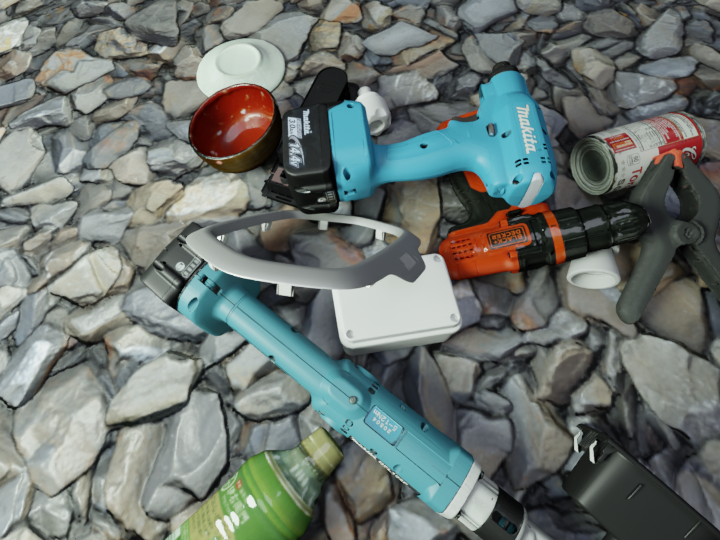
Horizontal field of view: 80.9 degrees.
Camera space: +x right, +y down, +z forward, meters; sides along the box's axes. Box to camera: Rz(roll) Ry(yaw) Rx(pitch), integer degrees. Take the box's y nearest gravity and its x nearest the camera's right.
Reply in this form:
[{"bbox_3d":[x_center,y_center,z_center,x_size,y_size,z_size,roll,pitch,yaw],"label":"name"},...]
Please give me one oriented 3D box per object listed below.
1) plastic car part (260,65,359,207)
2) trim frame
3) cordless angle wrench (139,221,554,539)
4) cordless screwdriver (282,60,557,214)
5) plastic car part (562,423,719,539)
[{"bbox_3d":[-0.059,-0.177,0.522,0.068,0.064,0.204,14,64,16],"label":"plastic car part"},{"bbox_3d":[-0.037,-0.024,0.376,0.191,0.243,0.027,12,106,19],"label":"trim frame"},{"bbox_3d":[-0.011,0.110,0.367,0.436,0.095,0.074,35,74,15],"label":"cordless angle wrench"},{"bbox_3d":[0.050,-0.137,0.422,0.252,0.072,0.163,-2,65,7],"label":"cordless screwdriver"},{"bbox_3d":[0.212,0.191,0.329,0.071,0.064,0.120,-45,73,0],"label":"plastic car part"}]
